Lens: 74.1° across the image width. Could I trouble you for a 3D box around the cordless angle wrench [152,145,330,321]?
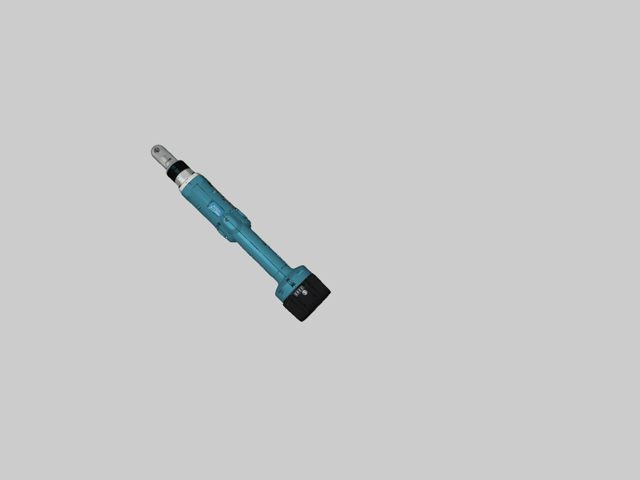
[{"bbox_3d":[-0.158,-0.027,0.767,0.423,0.074,0.098,43,-4,7],"label":"cordless angle wrench"}]
